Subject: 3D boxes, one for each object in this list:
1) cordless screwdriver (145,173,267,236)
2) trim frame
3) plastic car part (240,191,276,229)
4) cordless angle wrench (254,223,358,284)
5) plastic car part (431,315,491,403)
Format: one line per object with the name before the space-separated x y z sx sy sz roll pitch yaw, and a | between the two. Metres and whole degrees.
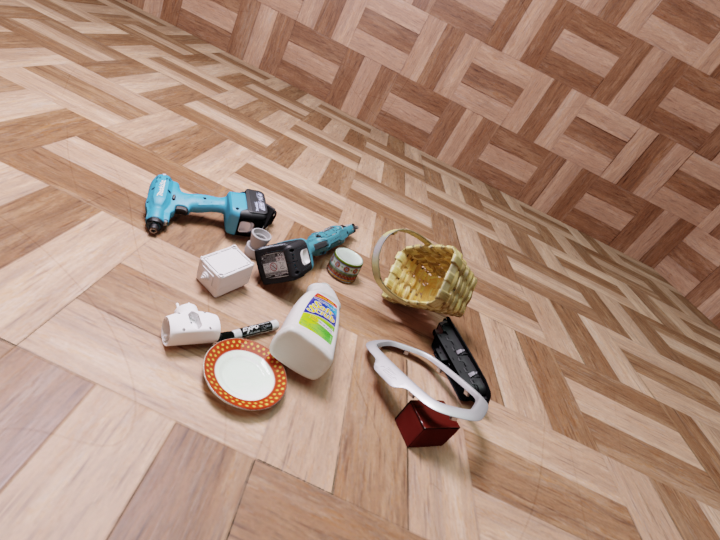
cordless screwdriver | -0.327 -0.122 0.903 0.240 0.074 0.166 8 43 -20
trim frame | 0.111 0.188 0.750 0.175 0.027 0.262 13 14 -34
plastic car part | -0.253 -0.150 1.044 0.121 0.066 0.068 35 13 20
cordless angle wrench | -0.097 -0.064 0.997 0.101 0.073 0.415 -10 12 22
plastic car part | 0.194 0.185 0.857 0.065 0.065 0.213 2 36 -25
